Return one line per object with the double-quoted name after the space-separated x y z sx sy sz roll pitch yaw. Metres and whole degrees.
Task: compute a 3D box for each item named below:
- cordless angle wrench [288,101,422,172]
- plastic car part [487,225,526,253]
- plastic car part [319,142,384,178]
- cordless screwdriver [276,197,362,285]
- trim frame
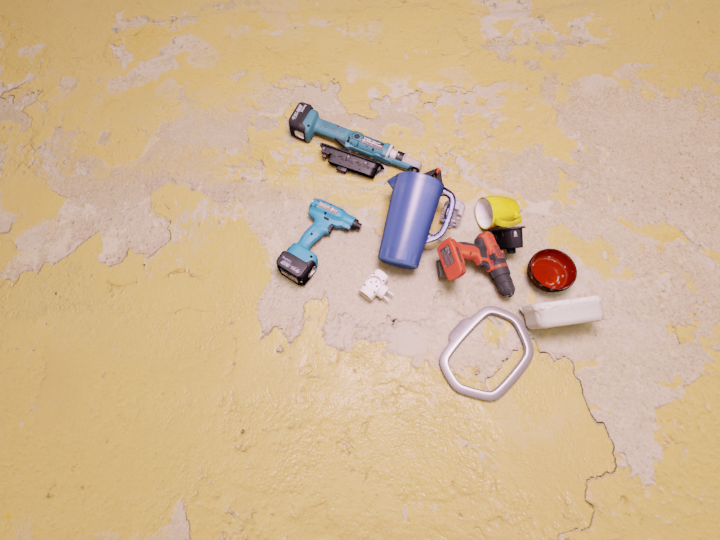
-0.014 -0.391 1.284 0.432 0.072 0.098 24 73 11 "cordless angle wrench"
0.390 -0.080 1.111 0.066 0.117 0.070 -7 95 -1 "plastic car part"
-0.030 -0.323 1.261 0.207 0.064 0.067 18 82 11 "plastic car part"
-0.114 -0.075 1.169 0.163 0.072 0.249 25 69 12 "cordless screwdriver"
0.311 0.202 1.048 0.190 0.027 0.247 41 79 17 "trim frame"
